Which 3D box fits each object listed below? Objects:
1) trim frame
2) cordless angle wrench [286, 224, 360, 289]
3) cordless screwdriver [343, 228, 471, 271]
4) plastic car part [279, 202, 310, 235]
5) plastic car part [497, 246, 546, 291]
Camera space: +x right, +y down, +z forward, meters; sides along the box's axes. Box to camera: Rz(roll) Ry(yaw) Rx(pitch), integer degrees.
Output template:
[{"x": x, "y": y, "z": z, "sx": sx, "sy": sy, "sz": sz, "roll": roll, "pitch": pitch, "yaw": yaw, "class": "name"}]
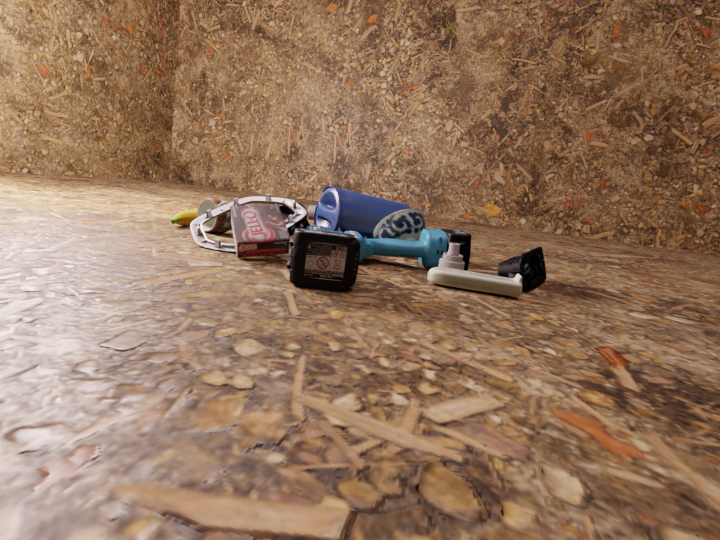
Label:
[{"x": -0.220, "y": -0.102, "z": 0.841, "sx": 0.193, "sy": 0.027, "sz": 0.243, "roll": 22, "pitch": 37, "yaw": 28, "class": "trim frame"}, {"x": -0.075, "y": -0.049, "z": 0.764, "sx": 0.097, "sy": 0.074, "sz": 0.430, "roll": 6, "pitch": 9, "yaw": -8, "class": "cordless angle wrench"}, {"x": 0.079, "y": -0.049, "z": 0.843, "sx": 0.248, "sy": 0.073, "sz": 0.162, "roll": 2, "pitch": 11, "yaw": -4, "class": "cordless screwdriver"}, {"x": -0.161, "y": -0.100, "z": 0.922, "sx": 0.115, "sy": 0.063, "sz": 0.075, "roll": -19, "pitch": 44, "yaw": -12, "class": "plastic car part"}, {"x": 0.293, "y": -0.004, "z": 0.769, "sx": 0.070, "sy": 0.066, "sz": 0.195, "roll": 1, "pitch": 7, "yaw": 28, "class": "plastic car part"}]
